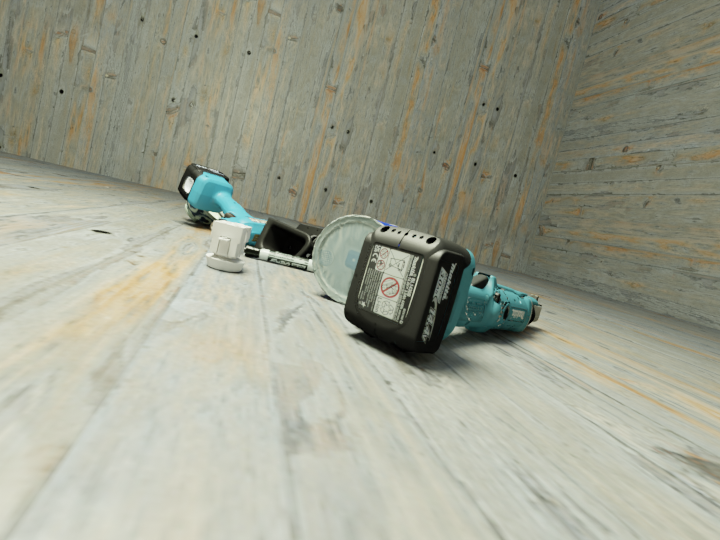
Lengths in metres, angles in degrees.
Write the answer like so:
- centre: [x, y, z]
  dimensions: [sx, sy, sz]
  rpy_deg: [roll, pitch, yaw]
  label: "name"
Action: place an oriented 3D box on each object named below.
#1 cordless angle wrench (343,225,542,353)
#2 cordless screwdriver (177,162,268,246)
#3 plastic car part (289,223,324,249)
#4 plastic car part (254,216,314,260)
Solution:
- centre: [0.142, 0.039, 0.489]
  dimensions: [0.078, 0.098, 0.400]
  rpy_deg: [18, 3, 38]
  label: "cordless angle wrench"
- centre: [-0.285, -0.130, 0.847]
  dimensions: [0.262, 0.074, 0.151]
  rpy_deg: [39, 18, 30]
  label: "cordless screwdriver"
- centre: [-0.076, -0.050, 0.779]
  dimensions: [0.214, 0.067, 0.063]
  rpy_deg: [13, -25, 46]
  label: "plastic car part"
- centre: [-0.116, -0.039, 0.732]
  dimensions: [0.123, 0.066, 0.067]
  rpy_deg: [22, -5, 35]
  label: "plastic car part"
